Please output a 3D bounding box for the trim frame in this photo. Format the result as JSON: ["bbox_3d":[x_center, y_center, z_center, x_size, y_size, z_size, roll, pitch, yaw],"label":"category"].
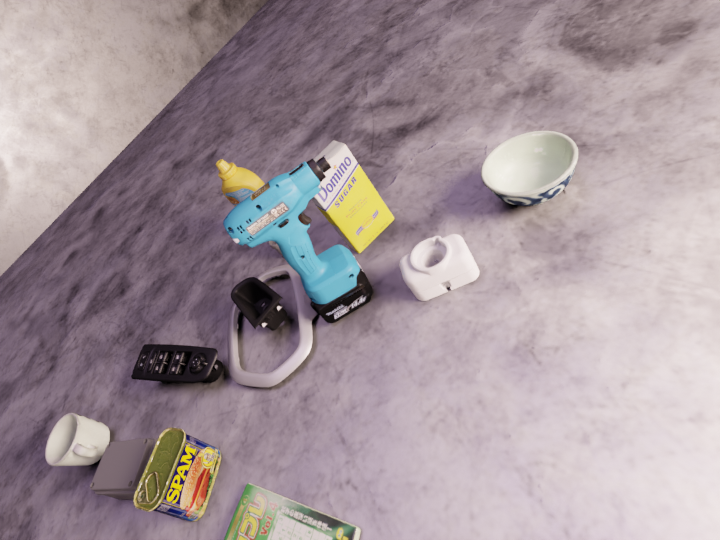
[{"bbox_3d":[-0.157,0.089,0.736,0.186,0.026,0.260,-31,41,12],"label":"trim frame"}]

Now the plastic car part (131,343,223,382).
[{"bbox_3d":[-0.324,0.175,0.761,0.211,0.063,0.067,-8,49,33],"label":"plastic car part"}]

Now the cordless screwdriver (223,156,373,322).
[{"bbox_3d":[-0.060,-0.039,0.613,0.160,0.235,0.078,-35,39,7],"label":"cordless screwdriver"}]

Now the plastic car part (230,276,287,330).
[{"bbox_3d":[-0.170,0.062,0.738,0.066,0.067,0.123,-48,41,-9],"label":"plastic car part"}]
